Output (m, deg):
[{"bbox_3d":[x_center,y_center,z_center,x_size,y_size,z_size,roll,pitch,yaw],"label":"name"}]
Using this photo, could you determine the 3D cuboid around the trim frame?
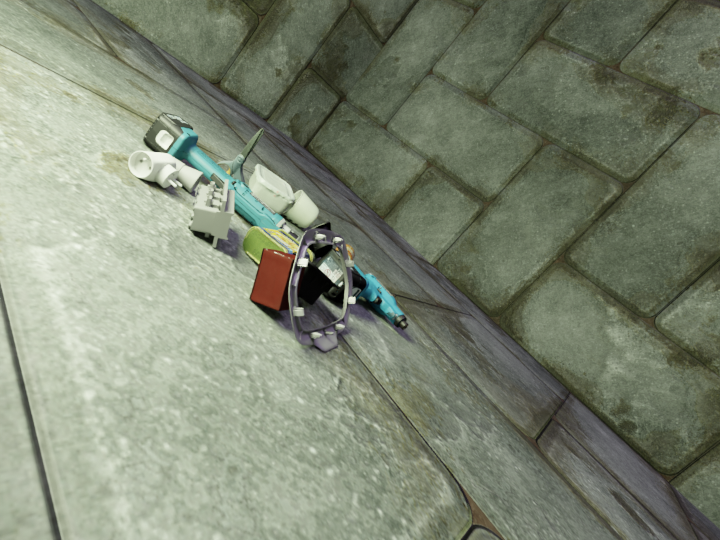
[{"bbox_3d":[-0.051,0.028,0.658,0.028,0.184,0.240,0,-1,17],"label":"trim frame"}]

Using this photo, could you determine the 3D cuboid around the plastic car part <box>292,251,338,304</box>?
[{"bbox_3d":[-0.095,0.021,0.699,0.069,0.071,0.111,31,-6,25],"label":"plastic car part"}]

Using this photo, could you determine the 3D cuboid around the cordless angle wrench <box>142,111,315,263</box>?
[{"bbox_3d":[-0.256,-0.156,0.877,0.421,0.074,0.098,41,12,-2],"label":"cordless angle wrench"}]

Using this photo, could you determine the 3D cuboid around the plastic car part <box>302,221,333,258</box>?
[{"bbox_3d":[-0.090,-0.059,0.917,0.201,0.066,0.068,113,-38,-79],"label":"plastic car part"}]

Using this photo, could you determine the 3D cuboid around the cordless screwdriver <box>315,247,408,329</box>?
[{"bbox_3d":[0.009,0.050,0.908,0.168,0.074,0.235,48,11,33],"label":"cordless screwdriver"}]
